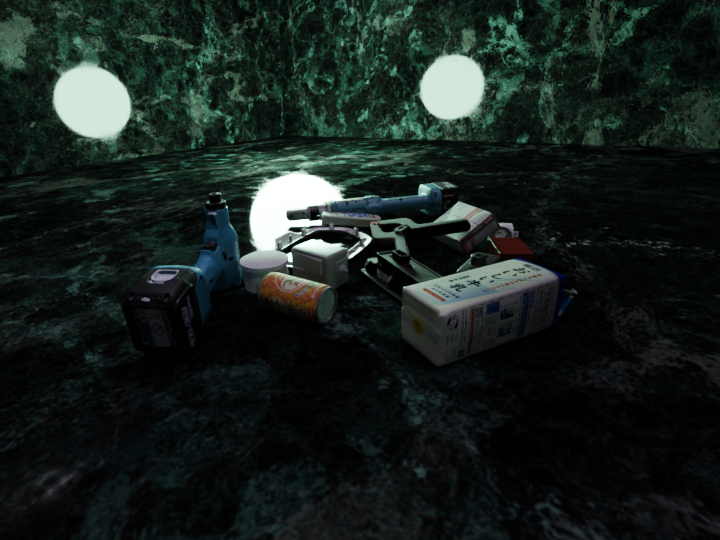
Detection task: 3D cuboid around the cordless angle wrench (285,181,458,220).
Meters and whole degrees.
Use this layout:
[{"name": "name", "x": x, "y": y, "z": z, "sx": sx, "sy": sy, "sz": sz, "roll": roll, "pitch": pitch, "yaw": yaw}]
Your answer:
[{"name": "cordless angle wrench", "x": 0.026, "y": -0.158, "z": 1.048, "sx": 0.420, "sy": 0.072, "sz": 0.101, "roll": -7, "pitch": 22, "yaw": -5}]

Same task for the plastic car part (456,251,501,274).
[{"name": "plastic car part", "x": 0.177, "y": 0.008, "z": 0.633, "sx": 0.069, "sy": 0.069, "sz": 0.113, "roll": 13, "pitch": 23, "yaw": 35}]

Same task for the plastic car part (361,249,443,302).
[{"name": "plastic car part", "x": 0.073, "y": 0.009, "z": 0.658, "sx": 0.064, "sy": 0.066, "sz": 0.213, "roll": -3, "pitch": 24, "yaw": -23}]

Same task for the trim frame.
[{"name": "trim frame", "x": -0.085, "y": -0.055, "z": 0.864, "sx": 0.192, "sy": 0.027, "sz": 0.244, "roll": 8, "pitch": 27, "yaw": 25}]

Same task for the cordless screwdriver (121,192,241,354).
[{"name": "cordless screwdriver", "x": -0.233, "y": -0.006, "z": 0.597, "sx": 0.075, "sy": 0.155, "sz": 0.252, "roll": 1, "pitch": 24, "yaw": 4}]
